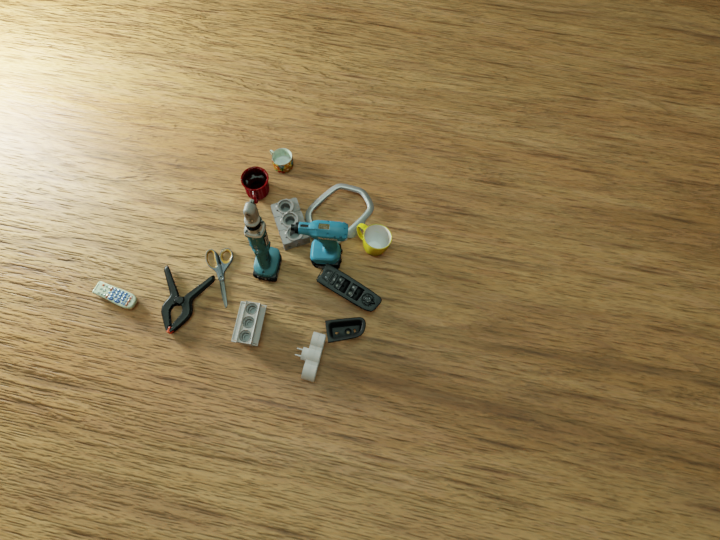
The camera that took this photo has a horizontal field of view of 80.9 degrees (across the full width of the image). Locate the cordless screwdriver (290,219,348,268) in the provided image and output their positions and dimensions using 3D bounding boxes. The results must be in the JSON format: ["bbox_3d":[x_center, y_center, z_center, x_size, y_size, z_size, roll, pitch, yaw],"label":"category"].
[{"bbox_3d":[-0.123,-0.080,1.254,0.159,0.244,0.076,6,70,-2],"label":"cordless screwdriver"}]

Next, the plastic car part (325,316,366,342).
[{"bbox_3d":[-0.043,0.177,1.244,0.116,0.069,0.068,-7,70,-4],"label":"plastic car part"}]

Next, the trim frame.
[{"bbox_3d":[-0.071,-0.189,1.415,0.189,0.027,0.246,42,74,15],"label":"trim frame"}]

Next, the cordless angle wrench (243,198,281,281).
[{"bbox_3d":[-0.275,-0.074,1.159,0.074,0.416,0.099,11,70,-2],"label":"cordless angle wrench"}]

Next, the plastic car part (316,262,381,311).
[{"bbox_3d":[-0.035,0.061,1.293,0.207,0.065,0.066,30,71,11],"label":"plastic car part"}]
